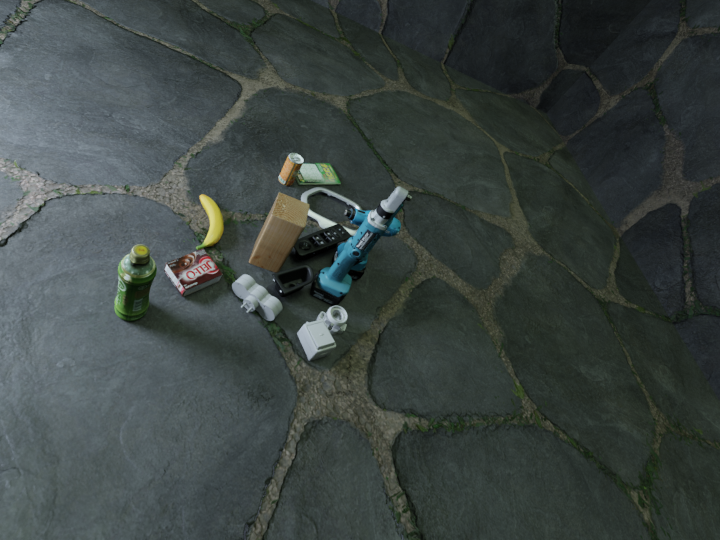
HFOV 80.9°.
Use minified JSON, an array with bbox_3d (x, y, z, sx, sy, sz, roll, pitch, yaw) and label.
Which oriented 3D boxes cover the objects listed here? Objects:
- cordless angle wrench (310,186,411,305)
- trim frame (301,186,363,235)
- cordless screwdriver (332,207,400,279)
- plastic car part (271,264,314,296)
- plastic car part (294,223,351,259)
[{"bbox_3d":[-0.005,-0.058,1.065,0.096,0.424,0.075,29,44,-10],"label":"cordless angle wrench"},{"bbox_3d":[-0.087,-0.199,1.429,0.244,0.027,0.187,24,44,-9],"label":"trim frame"},{"bbox_3d":[-0.014,-0.079,1.204,0.154,0.249,0.077,16,48,-21],"label":"cordless screwdriver"},{"bbox_3d":[-0.183,0.035,1.137,0.112,0.071,0.068,-19,66,-40],"label":"plastic car part"},{"bbox_3d":[-0.125,-0.082,1.276,0.196,0.067,0.068,-23,68,-41],"label":"plastic car part"}]
